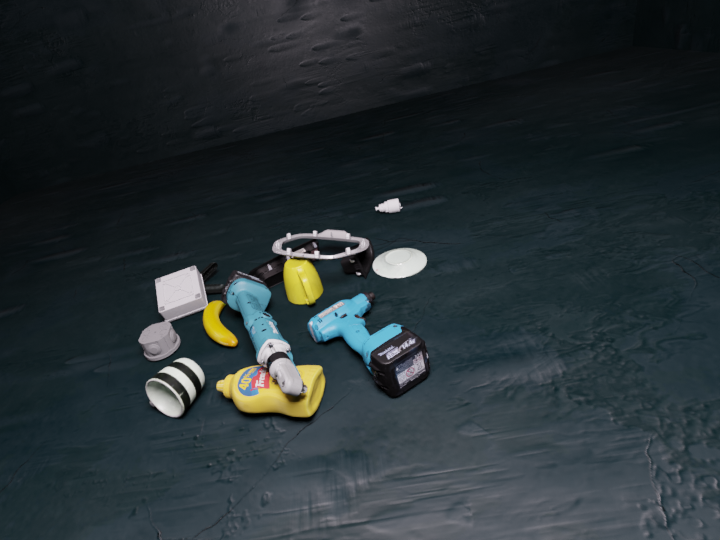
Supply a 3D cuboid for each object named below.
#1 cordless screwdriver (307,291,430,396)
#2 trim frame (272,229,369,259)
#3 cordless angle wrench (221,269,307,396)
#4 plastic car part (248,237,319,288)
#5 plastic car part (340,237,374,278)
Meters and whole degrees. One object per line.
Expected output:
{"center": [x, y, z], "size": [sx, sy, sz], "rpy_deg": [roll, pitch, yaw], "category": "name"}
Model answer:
{"center": [0.026, 0.115, 0.790], "size": [0.156, 0.072, 0.263], "rpy_deg": [-30, 31, -25], "category": "cordless screwdriver"}
{"center": [-0.101, -0.066, 1.031], "size": [0.259, 0.027, 0.180], "rpy_deg": [5, 22, 27], "category": "trim frame"}
{"center": [-0.191, 0.109, 0.816], "size": [0.093, 0.074, 0.444], "rpy_deg": [22, 8, -30], "category": "cordless angle wrench"}
{"center": [-0.188, -0.008, 1.094], "size": [0.199, 0.064, 0.070], "rpy_deg": [-24, 57, -17], "category": "plastic car part"}
{"center": [-0.013, -0.030, 1.058], "size": [0.073, 0.064, 0.117], "rpy_deg": [-17, 24, 23], "category": "plastic car part"}
